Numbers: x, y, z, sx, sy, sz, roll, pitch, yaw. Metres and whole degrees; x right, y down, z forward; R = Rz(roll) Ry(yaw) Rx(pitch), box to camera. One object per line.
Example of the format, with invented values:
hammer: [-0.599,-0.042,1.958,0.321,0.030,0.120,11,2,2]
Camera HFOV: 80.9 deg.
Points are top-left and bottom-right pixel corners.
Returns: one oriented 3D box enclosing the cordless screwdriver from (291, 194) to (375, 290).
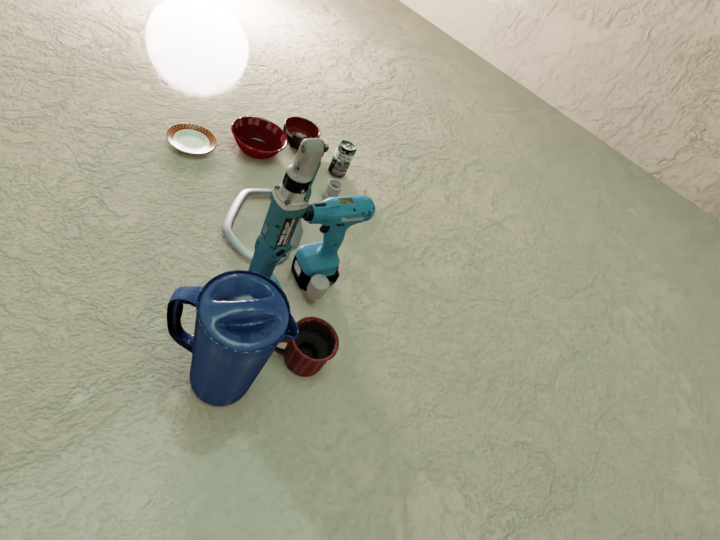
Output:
cordless screwdriver: [-0.085,-0.056,0.871,0.153,0.248,0.077,-8,57,-32]

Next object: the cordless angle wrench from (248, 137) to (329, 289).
cordless angle wrench: [-0.145,-0.049,0.716,0.094,0.421,0.077,-13,61,-36]

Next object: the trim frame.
trim frame: [-0.226,-0.113,1.014,0.182,0.027,0.254,18,46,-8]
